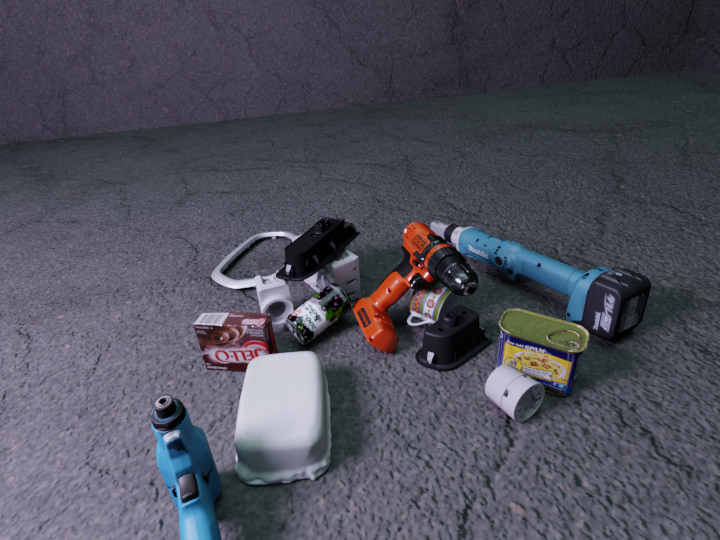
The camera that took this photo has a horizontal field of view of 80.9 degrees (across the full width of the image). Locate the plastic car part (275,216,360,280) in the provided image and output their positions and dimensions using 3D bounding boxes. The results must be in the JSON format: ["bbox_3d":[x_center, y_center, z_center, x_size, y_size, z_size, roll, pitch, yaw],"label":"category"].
[{"bbox_3d":[-0.072,-0.047,0.736,0.069,0.065,0.201,17,40,21],"label":"plastic car part"}]

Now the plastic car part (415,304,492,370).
[{"bbox_3d":[0.136,0.092,0.627,0.113,0.069,0.070,-24,34,-33],"label":"plastic car part"}]

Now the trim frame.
[{"bbox_3d":[-0.218,-0.028,0.933,0.190,0.027,0.248,6,35,18],"label":"trim frame"}]

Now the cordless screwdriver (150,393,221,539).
[{"bbox_3d":[-0.137,0.236,0.358,0.073,0.154,0.263,-17,34,-21],"label":"cordless screwdriver"}]

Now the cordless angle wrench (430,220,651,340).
[{"bbox_3d":[0.274,-0.021,0.775,0.072,0.095,0.447,-16,29,-26],"label":"cordless angle wrench"}]
